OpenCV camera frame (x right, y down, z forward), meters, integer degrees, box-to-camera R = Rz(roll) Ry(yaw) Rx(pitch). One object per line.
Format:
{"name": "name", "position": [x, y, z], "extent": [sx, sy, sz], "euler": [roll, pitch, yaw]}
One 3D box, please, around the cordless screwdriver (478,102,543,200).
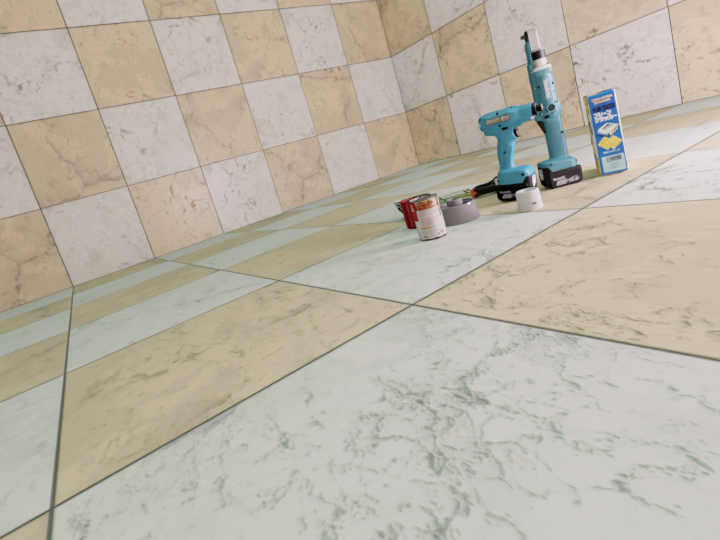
{"name": "cordless screwdriver", "position": [0.426, -0.319, 1.142], "extent": [0.166, 0.245, 0.072], "euler": [-7, 14, 41]}

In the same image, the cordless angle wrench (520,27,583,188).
{"name": "cordless angle wrench", "position": [0.506, -0.437, 1.145], "extent": [0.100, 0.416, 0.074], "euler": [-14, 10, 12]}
